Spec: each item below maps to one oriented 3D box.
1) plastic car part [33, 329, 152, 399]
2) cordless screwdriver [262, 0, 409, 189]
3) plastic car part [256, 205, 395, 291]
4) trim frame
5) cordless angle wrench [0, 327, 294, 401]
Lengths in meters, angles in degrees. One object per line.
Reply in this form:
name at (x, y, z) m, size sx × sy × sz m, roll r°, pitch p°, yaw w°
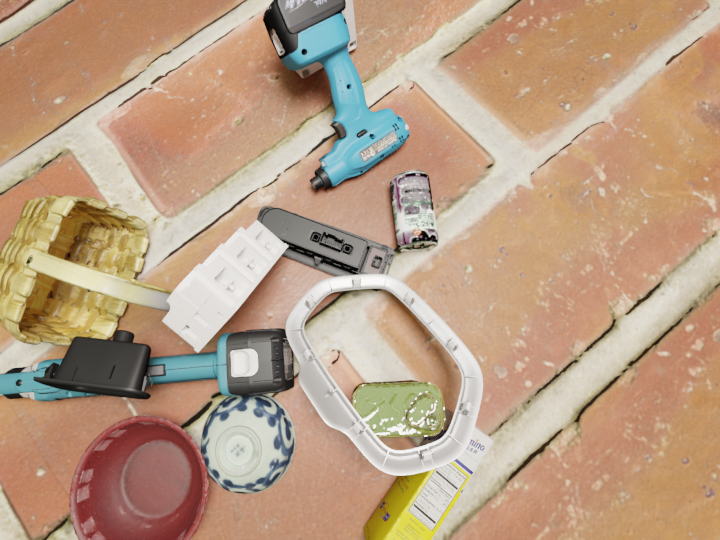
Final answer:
plastic car part at (-0.280, 0.103, 0.472) m, size 0.118 × 0.064 × 0.072 m, roll 1°, pitch 64°, yaw 5°
cordless screwdriver at (-0.049, -0.241, 0.572) m, size 0.158 × 0.078 × 0.239 m, roll -35°, pitch 114°, yaw -7°
plastic car part at (-0.057, -0.037, 0.579) m, size 0.207 × 0.066 × 0.066 m, roll 20°, pitch 85°, yaw 9°
trim frame at (0.022, 0.099, 0.481) m, size 0.181 × 0.026 × 0.260 m, roll -31°, pitch 60°, yaw -17°
cordless angle wrench at (-0.299, 0.130, 0.535) m, size 0.426 × 0.096 × 0.075 m, roll -6°, pitch 78°, yaw 5°
